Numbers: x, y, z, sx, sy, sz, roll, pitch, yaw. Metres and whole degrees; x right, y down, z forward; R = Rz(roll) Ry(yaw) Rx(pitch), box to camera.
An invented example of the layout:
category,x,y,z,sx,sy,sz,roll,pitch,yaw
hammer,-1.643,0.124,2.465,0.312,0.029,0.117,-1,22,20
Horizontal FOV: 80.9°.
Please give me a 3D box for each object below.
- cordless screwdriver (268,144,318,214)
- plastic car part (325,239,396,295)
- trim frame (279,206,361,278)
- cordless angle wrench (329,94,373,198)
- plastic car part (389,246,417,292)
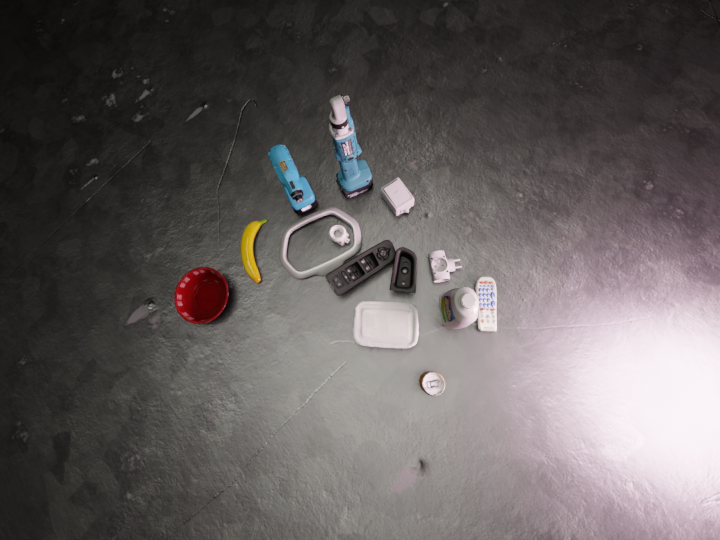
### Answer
category,x,y,z,sx,sy,sz,roll,pitch,yaw
cordless screwdriver,-0.172,-0.217,1.143,0.074,0.242,0.164,-25,75,-1
plastic car part,0.008,-0.007,1.145,0.203,0.065,0.068,-33,74,0
trim frame,-0.118,-0.077,1.207,0.249,0.027,0.189,-26,72,2
cordless angle wrench,-0.033,-0.300,1.052,0.098,0.411,0.076,-22,76,0
plastic car part,0.117,0.003,1.120,0.067,0.069,0.118,6,76,9
